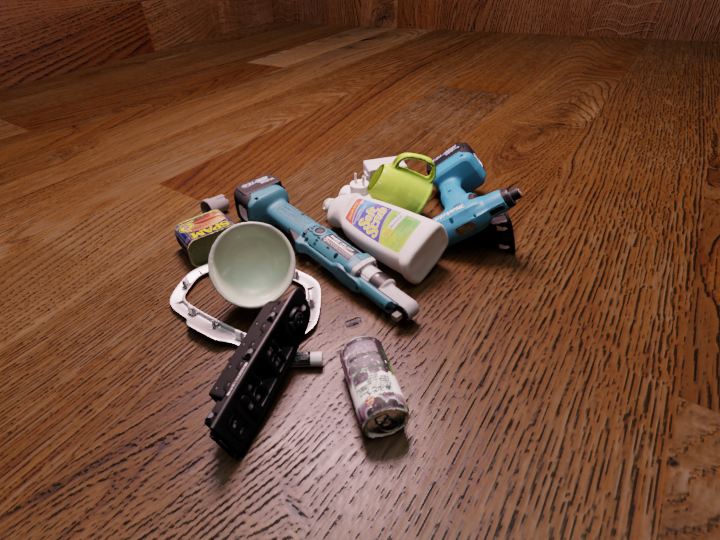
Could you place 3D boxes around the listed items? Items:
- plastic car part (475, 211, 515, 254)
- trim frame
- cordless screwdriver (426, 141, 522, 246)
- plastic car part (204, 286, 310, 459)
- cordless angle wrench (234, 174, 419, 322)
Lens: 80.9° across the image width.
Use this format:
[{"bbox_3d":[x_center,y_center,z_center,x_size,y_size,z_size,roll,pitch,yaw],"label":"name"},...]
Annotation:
[{"bbox_3d":[0.220,-0.081,0.733,0.072,0.063,0.119,-12,32,12],"label":"plastic car part"},{"bbox_3d":[-0.175,0.039,0.644,0.260,0.026,0.182,20,45,26],"label":"trim frame"},{"bbox_3d":[0.193,-0.149,0.754,0.163,0.071,0.253,-29,28,30],"label":"cordless screwdriver"},{"bbox_3d":[-0.120,0.107,0.503,0.070,0.063,0.203,-2,44,37],"label":"plastic car part"},{"bbox_3d":[-0.069,-0.045,0.708,0.096,0.072,0.447,-29,46,-29],"label":"cordless angle wrench"}]
